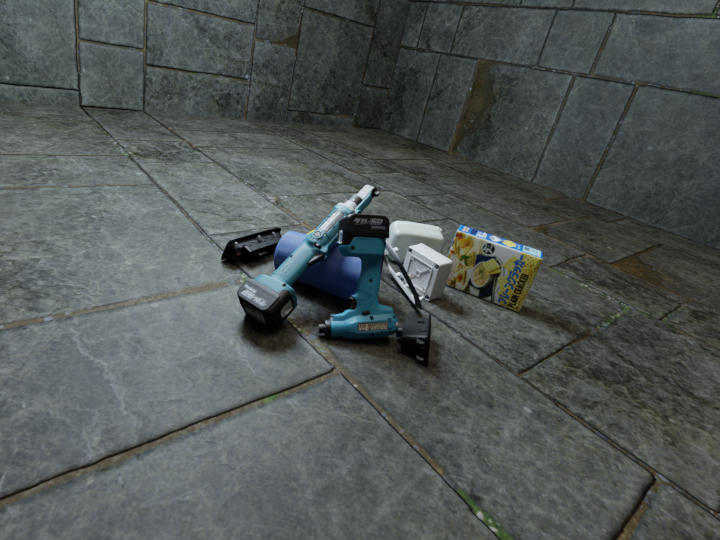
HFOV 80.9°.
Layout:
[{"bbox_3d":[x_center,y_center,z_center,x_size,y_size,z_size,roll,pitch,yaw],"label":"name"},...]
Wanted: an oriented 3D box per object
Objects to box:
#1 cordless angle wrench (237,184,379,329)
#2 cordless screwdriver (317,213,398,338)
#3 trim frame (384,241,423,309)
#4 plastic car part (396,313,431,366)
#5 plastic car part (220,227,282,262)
[{"bbox_3d":[-0.089,-0.059,0.915,0.102,0.071,0.420,25,57,24],"label":"cordless angle wrench"},{"bbox_3d":[-0.012,0.012,0.850,0.157,0.249,0.075,-3,-2,-11],"label":"cordless screwdriver"},{"bbox_3d":[0.089,-0.009,1.025,0.027,0.176,0.261,-28,35,-5],"label":"trim frame"},{"bbox_3d":[0.108,0.132,0.859,0.072,0.064,0.117,2,21,9],"label":"plastic car part"},{"bbox_3d":[-0.260,-0.064,1.088,0.069,0.066,0.198,32,31,16],"label":"plastic car part"}]
